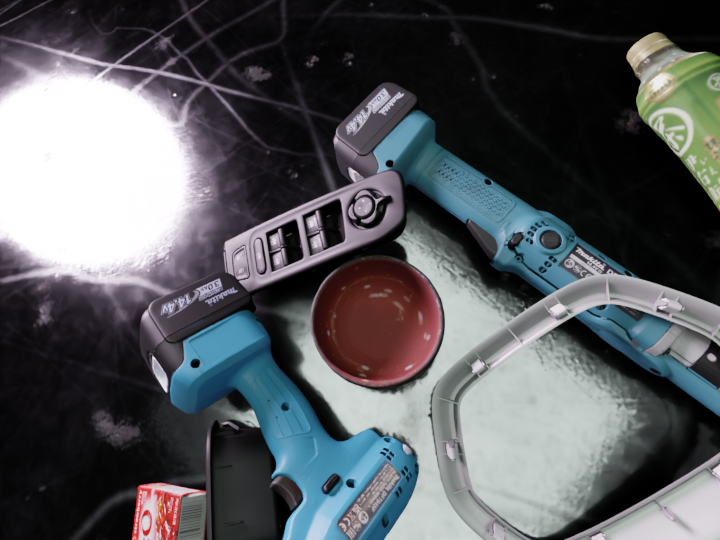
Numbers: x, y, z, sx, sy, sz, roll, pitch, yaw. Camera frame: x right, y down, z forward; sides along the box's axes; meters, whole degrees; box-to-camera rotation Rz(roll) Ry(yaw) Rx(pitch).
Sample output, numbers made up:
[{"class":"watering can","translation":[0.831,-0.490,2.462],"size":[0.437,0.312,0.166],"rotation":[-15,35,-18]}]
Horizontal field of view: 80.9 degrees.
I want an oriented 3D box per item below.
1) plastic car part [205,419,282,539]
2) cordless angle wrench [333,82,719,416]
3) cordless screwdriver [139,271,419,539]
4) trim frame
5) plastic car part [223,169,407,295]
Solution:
[{"class":"plastic car part","translation":[-0.093,0.186,0.359],"size":[0.070,0.065,0.120],"rotation":[-4,65,-8]},{"class":"cordless angle wrench","translation":[0.157,-0.018,0.373],"size":[0.439,0.072,0.098],"rotation":[41,82,20]},{"class":"cordless screwdriver","translation":[-0.089,0.125,0.332],"size":[0.258,0.073,0.155],"rotation":[41,47,18]},{"class":"trim frame","translation":[0.171,0.115,0.311],"size":[0.250,0.027,0.189],"rotation":[-38,77,9]},{"class":"plastic car part","translation":[-0.040,-0.026,0.405],"size":[0.208,0.063,0.068],"rotation":[-23,60,28]}]
